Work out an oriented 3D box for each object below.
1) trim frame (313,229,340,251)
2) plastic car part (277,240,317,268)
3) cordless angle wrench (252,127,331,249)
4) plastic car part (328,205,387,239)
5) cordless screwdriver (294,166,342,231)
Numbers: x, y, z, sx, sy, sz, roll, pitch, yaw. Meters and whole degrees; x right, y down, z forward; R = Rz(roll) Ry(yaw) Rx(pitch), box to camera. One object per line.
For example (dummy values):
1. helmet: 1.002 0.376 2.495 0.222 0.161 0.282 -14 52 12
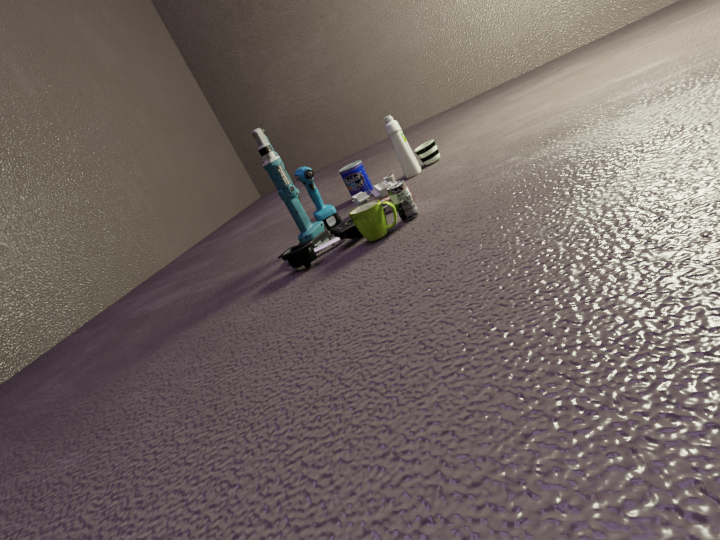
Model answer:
1. trim frame: -0.135 -0.088 1.380 0.248 0.027 0.190 -29 19 -2
2. plastic car part: -0.175 -0.039 1.249 0.121 0.069 0.065 -11 24 42
3. cordless angle wrench: -0.230 -0.251 1.336 0.077 0.412 0.096 -10 23 49
4. plastic car part: 0.008 -0.142 1.266 0.200 0.065 0.069 -36 19 -23
5. cordless screwdriver: -0.144 -0.244 1.457 0.074 0.242 0.165 -30 16 -10
